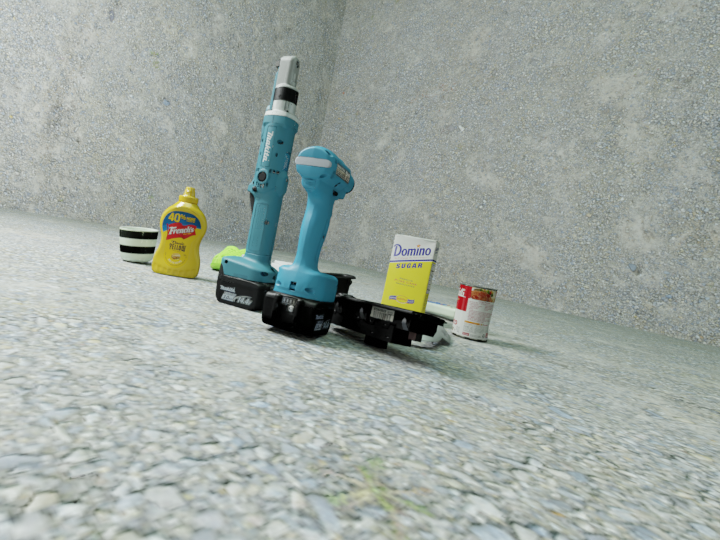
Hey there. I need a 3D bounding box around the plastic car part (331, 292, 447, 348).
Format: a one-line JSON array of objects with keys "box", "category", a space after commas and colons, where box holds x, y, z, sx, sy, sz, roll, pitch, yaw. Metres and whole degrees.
[{"box": [0.017, 0.069, 0.593, 0.063, 0.067, 0.214, 10, 2, -39], "category": "plastic car part"}]

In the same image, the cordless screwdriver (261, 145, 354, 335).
[{"box": [-0.059, -0.039, 0.603, 0.077, 0.248, 0.154, 11, 1, 16], "category": "cordless screwdriver"}]

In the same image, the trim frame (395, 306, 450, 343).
[{"box": [0.064, 0.091, 0.739, 0.190, 0.027, 0.242, 11, 3, 14], "category": "trim frame"}]

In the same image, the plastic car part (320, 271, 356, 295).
[{"box": [-0.059, 0.040, 0.865, 0.069, 0.071, 0.110, 12, 2, 42], "category": "plastic car part"}]

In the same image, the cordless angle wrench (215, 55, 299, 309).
[{"box": [-0.152, -0.149, 0.707, 0.102, 0.423, 0.071, 11, 0, 22], "category": "cordless angle wrench"}]
